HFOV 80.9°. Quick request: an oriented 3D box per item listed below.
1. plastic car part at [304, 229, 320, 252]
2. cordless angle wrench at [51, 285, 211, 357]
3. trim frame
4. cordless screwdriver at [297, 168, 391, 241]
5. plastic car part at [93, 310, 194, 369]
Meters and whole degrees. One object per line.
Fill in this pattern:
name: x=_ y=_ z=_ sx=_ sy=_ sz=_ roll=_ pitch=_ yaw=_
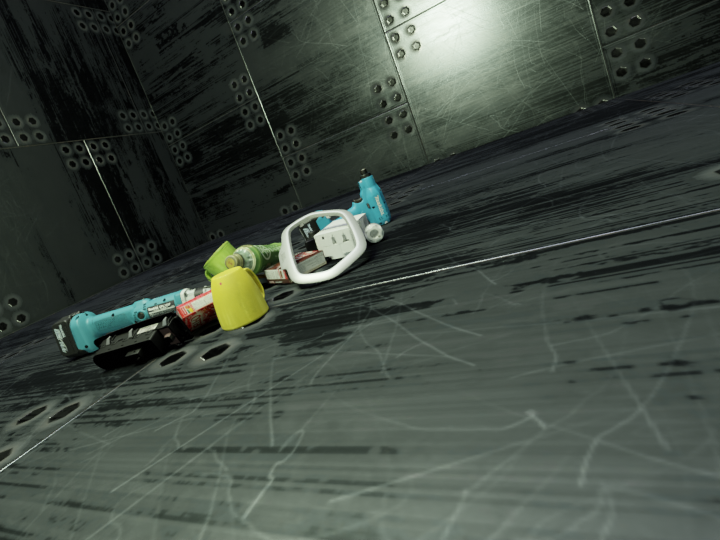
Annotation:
plastic car part: x=-0.107 y=-0.066 z=1.046 sx=0.067 sy=0.070 sz=0.116 roll=-19 pitch=10 yaw=13
cordless angle wrench: x=-0.489 y=0.098 z=0.966 sx=0.427 sy=0.097 sz=0.074 roll=-16 pitch=8 yaw=8
trim frame: x=-0.086 y=-0.057 z=0.884 sx=0.184 sy=0.026 sz=0.260 roll=-22 pitch=40 yaw=-1
cordless screwdriver: x=-0.053 y=-0.162 z=1.149 sx=0.247 sy=0.157 sz=0.076 roll=-24 pitch=10 yaw=-6
plastic car part: x=-0.401 y=0.137 z=0.757 sx=0.208 sy=0.063 sz=0.068 roll=-15 pitch=39 yaw=22
